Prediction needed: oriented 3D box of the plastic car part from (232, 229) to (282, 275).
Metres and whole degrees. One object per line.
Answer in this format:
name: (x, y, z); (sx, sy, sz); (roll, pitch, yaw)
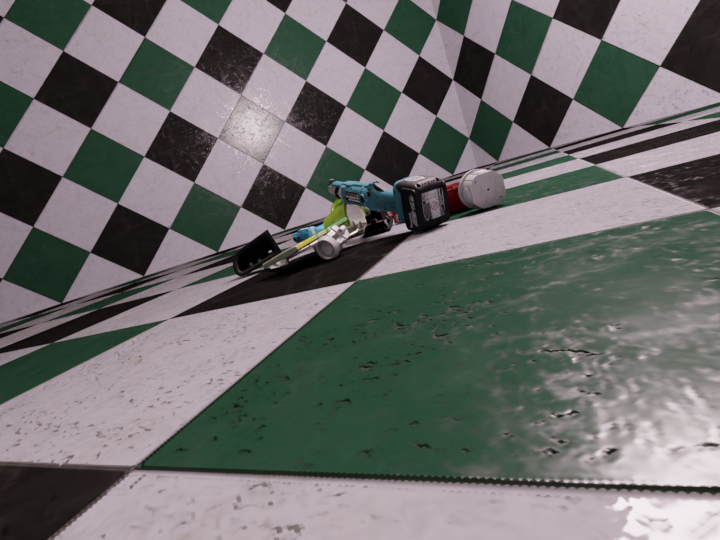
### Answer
plastic car part: (-0.241, -0.032, 0.994); (0.117, 0.067, 0.069); (-34, -11, 3)

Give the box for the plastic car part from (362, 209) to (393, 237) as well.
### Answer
plastic car part: (0.042, -0.129, 1.069); (0.067, 0.067, 0.201); (-24, 5, 14)

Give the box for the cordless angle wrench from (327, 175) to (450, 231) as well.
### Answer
cordless angle wrench: (0.027, -0.169, 0.956); (0.072, 0.095, 0.444); (-21, 22, -23)

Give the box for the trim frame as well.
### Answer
trim frame: (-0.093, -0.061, 0.953); (0.244, 0.027, 0.190); (-30, 13, -19)

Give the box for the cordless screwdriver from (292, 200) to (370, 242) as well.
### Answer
cordless screwdriver: (-0.088, -0.141, 1.312); (0.243, 0.073, 0.165); (-26, 12, -24)
